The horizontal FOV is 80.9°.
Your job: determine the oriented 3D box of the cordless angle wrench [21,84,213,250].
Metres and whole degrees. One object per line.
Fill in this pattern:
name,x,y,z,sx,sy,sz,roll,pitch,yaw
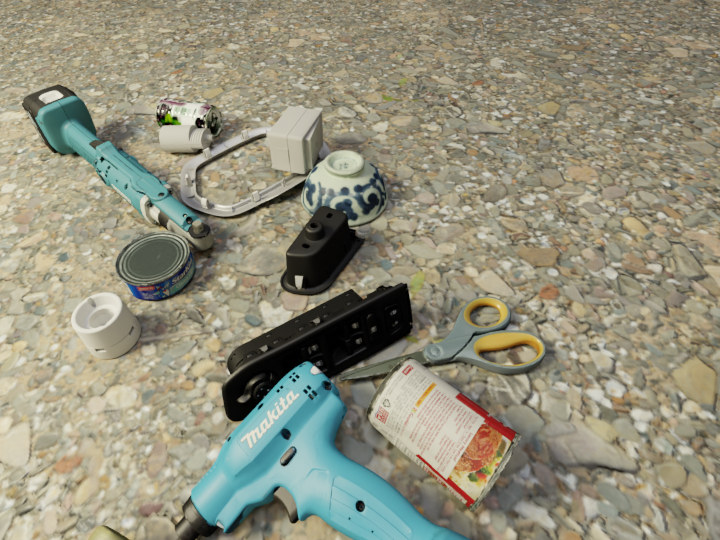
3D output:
cordless angle wrench,-0.352,-0.148,0.615,0.442,0.095,0.073,35,57,25

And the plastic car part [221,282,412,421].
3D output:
plastic car part,-0.046,0.068,0.412,0.199,0.064,0.071,-29,44,-21

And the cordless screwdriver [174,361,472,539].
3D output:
cordless screwdriver,-0.009,0.195,0.288,0.262,0.071,0.158,33,69,32

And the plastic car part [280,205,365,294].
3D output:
plastic car part,-0.048,-0.032,0.496,0.068,0.068,0.116,20,49,19

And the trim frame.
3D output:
trim frame,-0.162,-0.164,0.651,0.244,0.027,0.194,-36,56,-28
